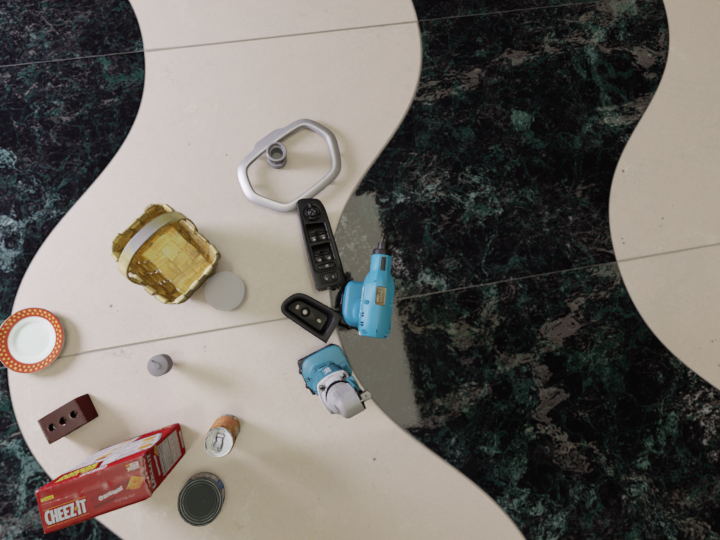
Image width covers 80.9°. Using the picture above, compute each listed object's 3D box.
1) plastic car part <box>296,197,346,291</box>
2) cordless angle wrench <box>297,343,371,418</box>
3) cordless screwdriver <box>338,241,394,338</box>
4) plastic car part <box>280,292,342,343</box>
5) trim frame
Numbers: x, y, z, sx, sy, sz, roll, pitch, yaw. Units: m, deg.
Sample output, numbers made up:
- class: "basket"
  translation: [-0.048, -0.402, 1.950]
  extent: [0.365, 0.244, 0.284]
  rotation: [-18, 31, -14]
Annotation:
- class: "plastic car part"
  translation: [-0.088, -0.058, 0.902]
  extent: [0.066, 0.067, 0.205]
  rotation: [-14, 81, -8]
- class: "cordless angle wrench"
  translation: [-0.046, 0.178, 0.682]
  extent: [0.097, 0.423, 0.075]
  rotation: [-26, 88, -11]
- class: "cordless screwdriver"
  translation: [0.014, 0.042, 0.798]
  extent: [0.074, 0.249, 0.160]
  rotation: [8, 81, -8]
- class: "plastic car part"
  translation: [-0.106, 0.090, 0.872]
  extent: [0.117, 0.071, 0.066]
  rotation: [31, 79, 0]
- class: "trim frame"
  translation: [-0.156, -0.238, 0.950]
  extent: [0.247, 0.027, 0.186]
  rotation: [-41, 85, -10]
